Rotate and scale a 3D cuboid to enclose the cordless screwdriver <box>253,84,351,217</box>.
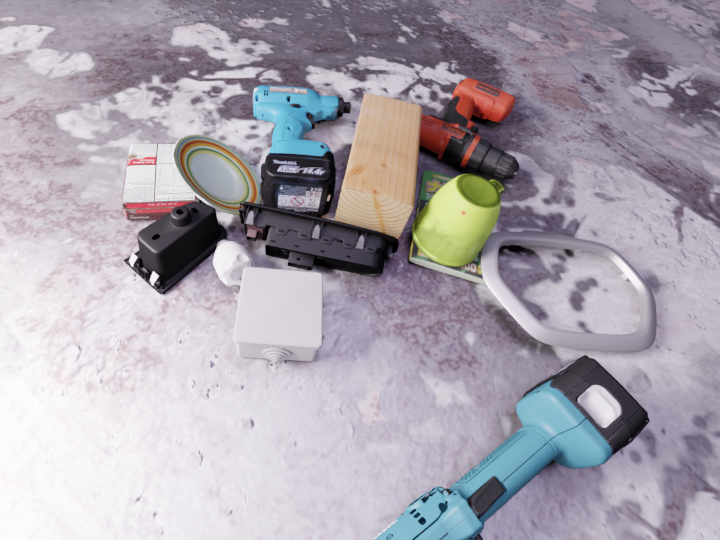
[{"bbox_3d":[-0.076,-0.189,0.623,0.156,0.073,0.258,-2,51,-12],"label":"cordless screwdriver"}]

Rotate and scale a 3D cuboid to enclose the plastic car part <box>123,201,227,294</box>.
[{"bbox_3d":[-0.212,-0.042,0.493,0.068,0.070,0.115,36,59,12],"label":"plastic car part"}]

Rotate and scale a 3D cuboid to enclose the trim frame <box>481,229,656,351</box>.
[{"bbox_3d":[0.271,0.018,0.550,0.244,0.027,0.190,3,55,-10],"label":"trim frame"}]

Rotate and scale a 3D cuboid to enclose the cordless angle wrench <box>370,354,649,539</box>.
[{"bbox_3d":[0.066,0.215,0.349,0.415,0.096,0.077,-28,65,-21],"label":"cordless angle wrench"}]

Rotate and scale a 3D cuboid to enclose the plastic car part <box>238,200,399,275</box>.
[{"bbox_3d":[-0.051,-0.033,0.519,0.202,0.065,0.068,8,64,-4],"label":"plastic car part"}]
